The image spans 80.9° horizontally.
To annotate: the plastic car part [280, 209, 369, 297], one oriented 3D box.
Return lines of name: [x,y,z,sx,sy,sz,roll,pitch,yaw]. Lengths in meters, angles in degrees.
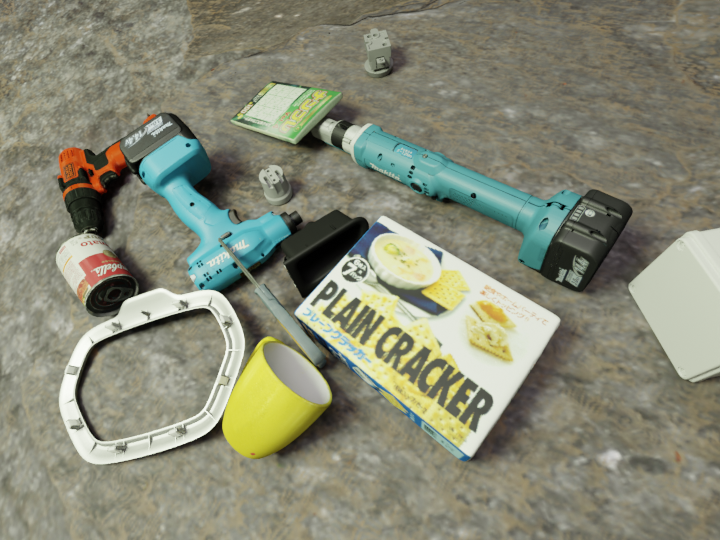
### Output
plastic car part: [-0.052,-0.034,0.536,0.115,0.063,0.075,-38,48,-15]

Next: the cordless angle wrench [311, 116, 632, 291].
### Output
cordless angle wrench: [0.088,-0.122,0.538,0.445,0.093,0.074,33,74,29]

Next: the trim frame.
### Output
trim frame: [-0.248,0.113,0.490,0.252,0.026,0.191,-19,61,11]

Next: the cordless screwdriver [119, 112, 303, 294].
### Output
cordless screwdriver: [-0.203,-0.106,0.574,0.158,0.073,0.256,-35,75,-9]
